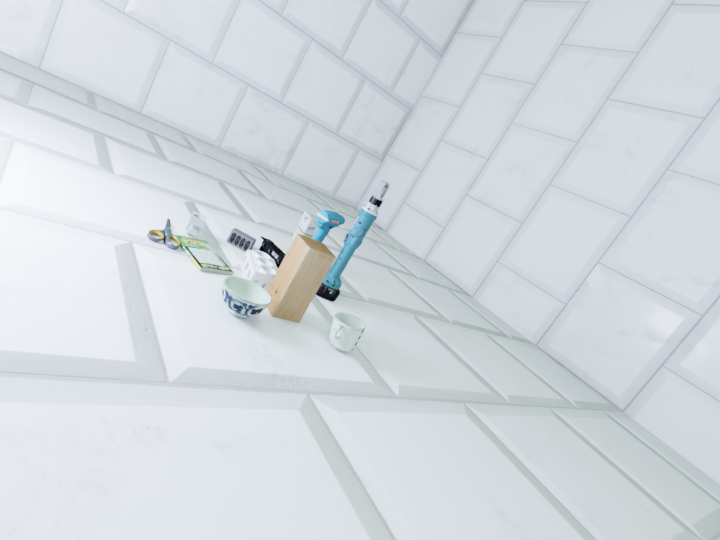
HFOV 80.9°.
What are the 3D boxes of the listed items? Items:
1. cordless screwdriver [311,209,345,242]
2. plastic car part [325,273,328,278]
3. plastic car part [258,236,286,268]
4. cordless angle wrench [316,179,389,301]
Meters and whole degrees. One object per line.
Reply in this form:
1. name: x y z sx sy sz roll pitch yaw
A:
1. cordless screwdriver: -0.144 -0.094 1.470 0.077 0.248 0.153 35 14 20
2. plastic car part: -0.164 0.028 1.366 0.111 0.071 0.069 22 16 -30
3. plastic car part: -0.288 -0.052 1.412 0.063 0.067 0.215 19 17 -39
4. cordless angle wrench: -0.023 -0.099 1.362 0.071 0.422 0.102 25 14 -25
